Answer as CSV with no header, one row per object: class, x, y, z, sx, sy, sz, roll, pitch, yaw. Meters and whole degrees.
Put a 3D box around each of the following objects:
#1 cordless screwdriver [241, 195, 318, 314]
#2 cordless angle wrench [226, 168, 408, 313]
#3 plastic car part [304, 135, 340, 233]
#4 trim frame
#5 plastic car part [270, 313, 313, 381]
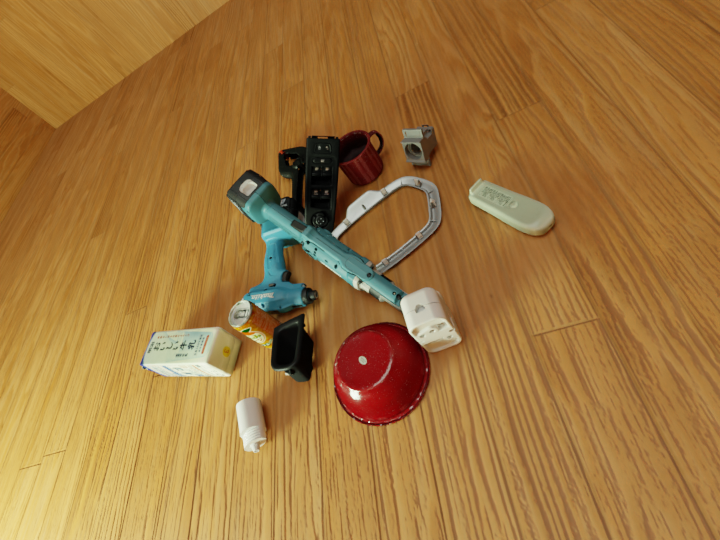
cordless screwdriver,-0.149,-0.032,0.860,0.164,0.070,0.255,-11,58,25
cordless angle wrench,-0.074,-0.049,0.762,0.443,0.093,0.074,35,79,26
plastic car part,-0.084,-0.168,0.862,0.069,0.065,0.201,-151,62,-71
trim frame,0.039,-0.085,0.798,0.249,0.026,0.194,-40,45,7
plastic car part,-0.107,0.142,0.710,0.067,0.068,0.120,-30,32,14
